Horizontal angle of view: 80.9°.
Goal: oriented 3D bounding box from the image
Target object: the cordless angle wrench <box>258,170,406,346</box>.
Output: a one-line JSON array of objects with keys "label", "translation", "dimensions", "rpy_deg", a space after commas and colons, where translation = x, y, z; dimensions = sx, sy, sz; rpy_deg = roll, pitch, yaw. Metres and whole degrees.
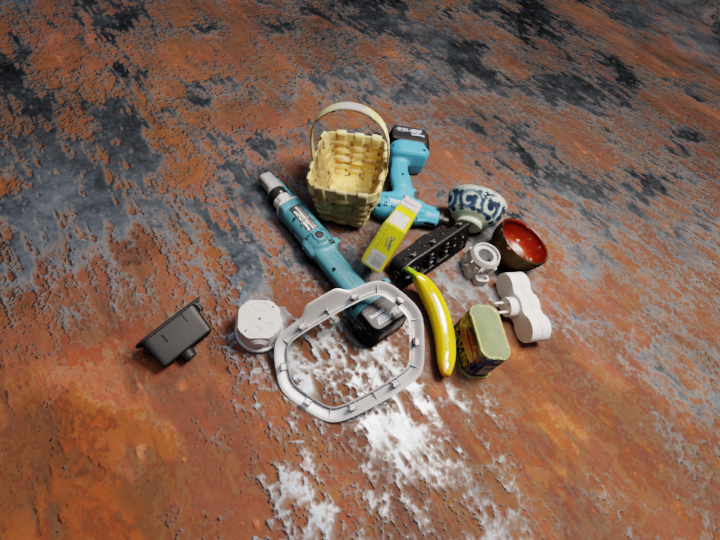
[{"label": "cordless angle wrench", "translation": [-0.079, -0.051, 0.805], "dimensions": [0.096, 0.073, 0.442], "rpy_deg": [-28, 62, -26]}]

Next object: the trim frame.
[{"label": "trim frame", "translation": [-0.018, 0.122, 0.657], "dimensions": [0.249, 0.027, 0.188], "rpy_deg": [-30, 76, 4]}]

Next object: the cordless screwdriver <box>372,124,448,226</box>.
[{"label": "cordless screwdriver", "translation": [0.118, -0.205, 0.941], "dimensions": [0.159, 0.073, 0.254], "rpy_deg": [11, 58, -2]}]

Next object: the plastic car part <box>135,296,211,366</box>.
[{"label": "plastic car part", "translation": [-0.284, 0.107, 0.670], "dimensions": [0.071, 0.066, 0.115], "rpy_deg": [44, 62, 2]}]

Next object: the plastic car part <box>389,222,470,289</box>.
[{"label": "plastic car part", "translation": [0.131, -0.038, 0.831], "dimensions": [0.199, 0.064, 0.070], "rpy_deg": [-36, 60, -29]}]
